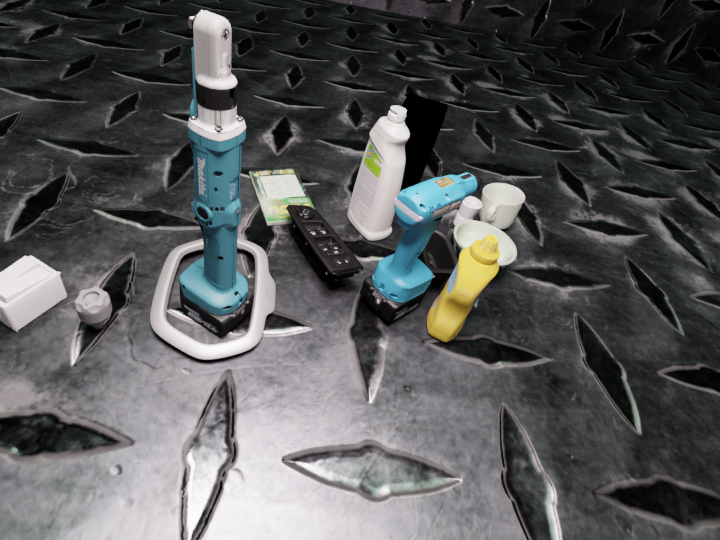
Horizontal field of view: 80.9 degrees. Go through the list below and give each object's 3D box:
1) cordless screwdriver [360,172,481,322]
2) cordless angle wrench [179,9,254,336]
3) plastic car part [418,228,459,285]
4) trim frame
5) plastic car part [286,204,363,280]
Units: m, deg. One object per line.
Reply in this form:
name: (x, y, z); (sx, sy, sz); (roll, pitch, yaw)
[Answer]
cordless screwdriver: (0.094, -0.039, 0.656); (0.154, 0.244, 0.078); (-25, 57, -35)
cordless angle wrench: (-0.176, -0.082, 0.516); (0.101, 0.415, 0.073); (30, 44, 13)
plastic car part: (0.131, -0.018, 0.770); (0.065, 0.069, 0.121); (4, 44, -12)
trim frame: (-0.226, 0.031, 0.670); (0.181, 0.027, 0.258); (2, 44, -10)
plastic car part: (-0.074, -0.049, 0.759); (0.064, 0.066, 0.214); (-13, 49, -27)
